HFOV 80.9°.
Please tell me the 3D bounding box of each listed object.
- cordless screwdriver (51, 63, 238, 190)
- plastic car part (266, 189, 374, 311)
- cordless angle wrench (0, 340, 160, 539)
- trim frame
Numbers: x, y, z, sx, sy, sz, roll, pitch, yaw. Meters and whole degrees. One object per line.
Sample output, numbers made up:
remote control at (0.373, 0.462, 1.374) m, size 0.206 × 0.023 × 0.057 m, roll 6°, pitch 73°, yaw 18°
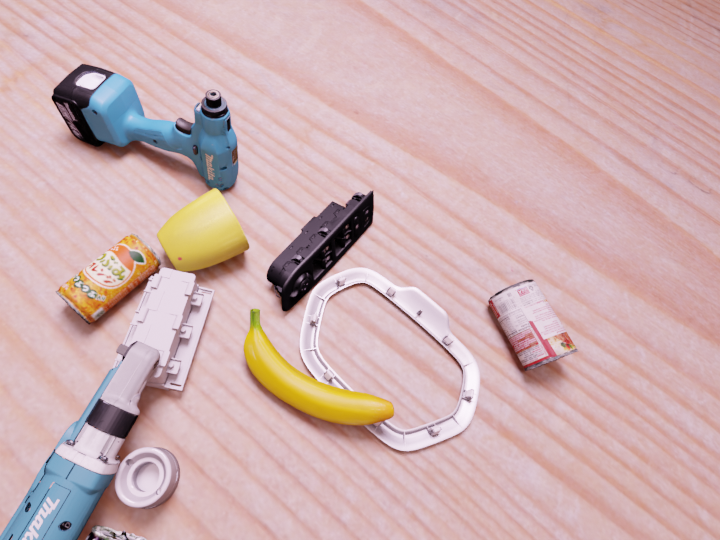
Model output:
cordless screwdriver at (-0.281, -0.207, 0.567) m, size 0.250 × 0.157 × 0.075 m, roll 22°, pitch 60°, yaw 2°
plastic car part at (-0.056, -0.036, 0.569) m, size 0.069 × 0.064 × 0.202 m, roll 28°, pitch 60°, yaw 14°
cordless angle wrench at (-0.279, 0.256, 0.330) m, size 0.098 × 0.073 × 0.426 m, roll 22°, pitch 66°, yaw 0°
trim frame at (0.037, 0.100, 0.531) m, size 0.255 × 0.027 × 0.182 m, roll 40°, pitch 61°, yaw 14°
